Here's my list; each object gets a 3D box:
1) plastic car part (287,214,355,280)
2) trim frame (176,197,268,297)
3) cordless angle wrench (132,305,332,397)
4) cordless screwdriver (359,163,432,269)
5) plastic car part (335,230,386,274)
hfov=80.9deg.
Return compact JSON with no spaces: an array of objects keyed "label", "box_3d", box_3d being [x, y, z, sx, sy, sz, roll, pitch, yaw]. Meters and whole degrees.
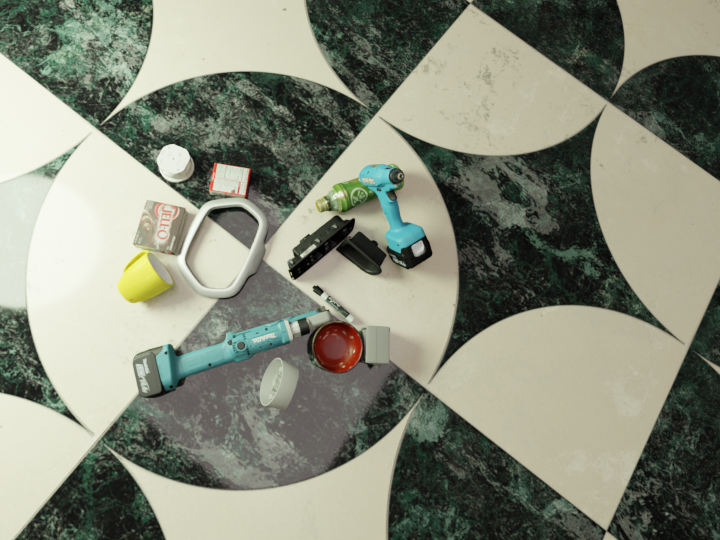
[{"label":"plastic car part","box_3d":[-0.098,-0.064,1.000,0.201,0.064,0.070,-37,60,-13]},{"label":"trim frame","box_3d":[-0.315,-0.057,0.982,0.184,0.027,0.250,21,74,0]},{"label":"cordless angle wrench","box_3d":[-0.260,0.162,0.914,0.416,0.074,0.099,-17,80,-13]},{"label":"cordless screwdriver","box_3d":[0.088,-0.123,0.948,0.073,0.166,0.242,-30,109,-14]},{"label":"plastic car part","box_3d":[0.012,-0.048,1.010,0.116,0.066,0.071,37,60,-2]}]
